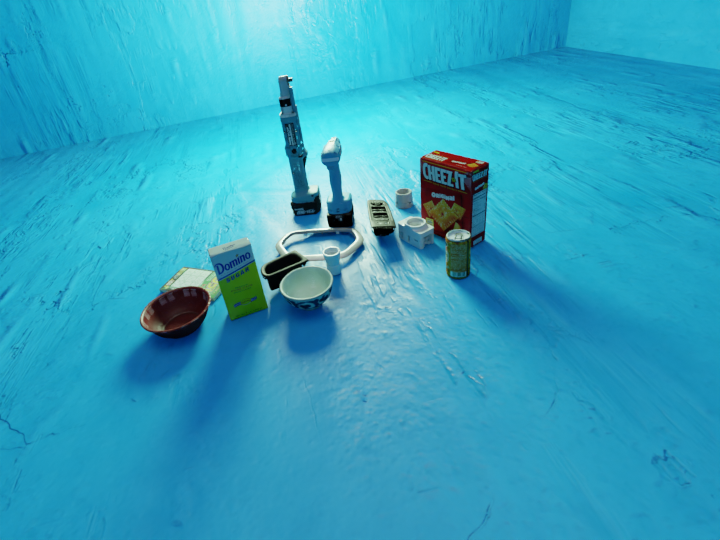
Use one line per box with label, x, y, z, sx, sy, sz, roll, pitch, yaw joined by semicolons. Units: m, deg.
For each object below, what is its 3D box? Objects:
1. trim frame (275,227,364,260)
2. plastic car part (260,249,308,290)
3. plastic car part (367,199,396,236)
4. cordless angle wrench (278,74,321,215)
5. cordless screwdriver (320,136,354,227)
trim frame;-0.115;-0.075;1.175;0.252;0.026;0.188;-5;35;8
plastic car part;-0.188;0.008;1.037;0.114;0.068;0.070;-29;38;-26
plastic car part;0.056;-0.146;1.198;0.067;0.065;0.209;-8;34;1
cordless angle wrench;-0.196;-0.369;1.282;0.099;0.408;0.076;-4;33;5
cordless screwdriver;-0.068;-0.260;1.239;0.075;0.240;0.162;-3;33;7
